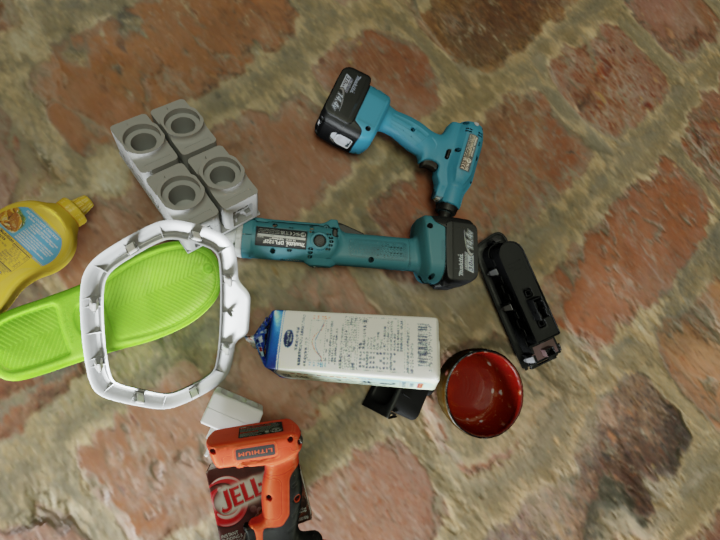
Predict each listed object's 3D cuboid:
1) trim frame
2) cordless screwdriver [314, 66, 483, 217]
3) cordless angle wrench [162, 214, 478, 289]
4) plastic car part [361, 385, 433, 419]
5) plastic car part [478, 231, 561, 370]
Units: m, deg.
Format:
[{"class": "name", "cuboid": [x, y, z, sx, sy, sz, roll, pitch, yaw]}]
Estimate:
[{"class": "trim frame", "cuboid": [-0.219, 0.060, 0.492, 0.177, 0.029, 0.245, -5, 111, -31]}, {"class": "cordless screwdriver", "cuboid": [0.054, -0.181, 0.624, 0.245, 0.075, 0.160, 21, 77, -9]}, {"class": "cordless angle wrench", "cuboid": [-0.057, -0.037, 0.581, 0.419, 0.074, 0.099, 5, 78, -5]}, {"class": "plastic car part", "cuboid": [0.066, 0.150, 0.570, 0.069, 0.068, 0.116, 39, 71, -18]}, {"class": "plastic car part", "cuboid": [0.232, 0.040, 0.613, 0.066, 0.066, 0.206, -21, 80, -7]}]
